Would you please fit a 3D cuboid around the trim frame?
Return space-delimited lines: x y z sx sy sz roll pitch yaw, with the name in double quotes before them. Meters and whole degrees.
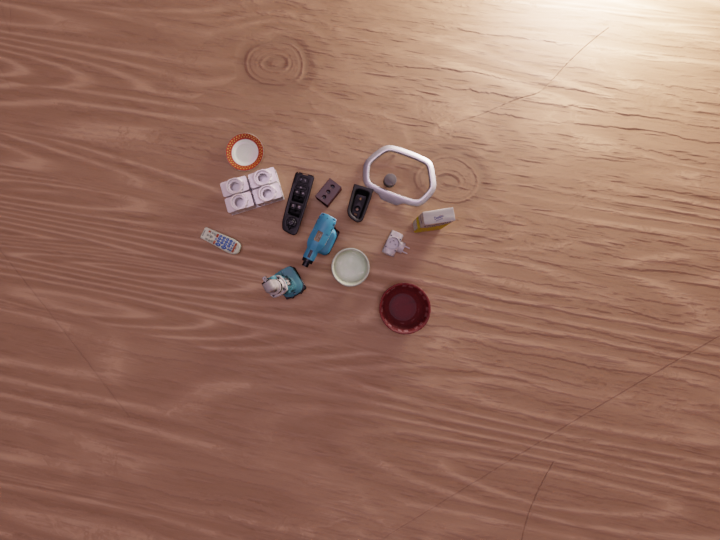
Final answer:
"trim frame" 0.128 -0.310 1.394 0.251 0.027 0.184 22 88 5

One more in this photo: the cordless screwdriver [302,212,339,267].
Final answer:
"cordless screwdriver" -0.126 -0.082 1.285 0.075 0.248 0.159 26 89 -1

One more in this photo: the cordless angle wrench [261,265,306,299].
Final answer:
"cordless angle wrench" -0.222 0.040 1.196 0.074 0.421 0.098 -30 91 -2

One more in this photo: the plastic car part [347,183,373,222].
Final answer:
"plastic car part" -0.007 -0.212 1.374 0.066 0.070 0.116 17 88 1

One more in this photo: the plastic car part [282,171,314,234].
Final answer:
"plastic car part" -0.207 -0.217 1.389 0.067 0.067 0.203 16 88 1
